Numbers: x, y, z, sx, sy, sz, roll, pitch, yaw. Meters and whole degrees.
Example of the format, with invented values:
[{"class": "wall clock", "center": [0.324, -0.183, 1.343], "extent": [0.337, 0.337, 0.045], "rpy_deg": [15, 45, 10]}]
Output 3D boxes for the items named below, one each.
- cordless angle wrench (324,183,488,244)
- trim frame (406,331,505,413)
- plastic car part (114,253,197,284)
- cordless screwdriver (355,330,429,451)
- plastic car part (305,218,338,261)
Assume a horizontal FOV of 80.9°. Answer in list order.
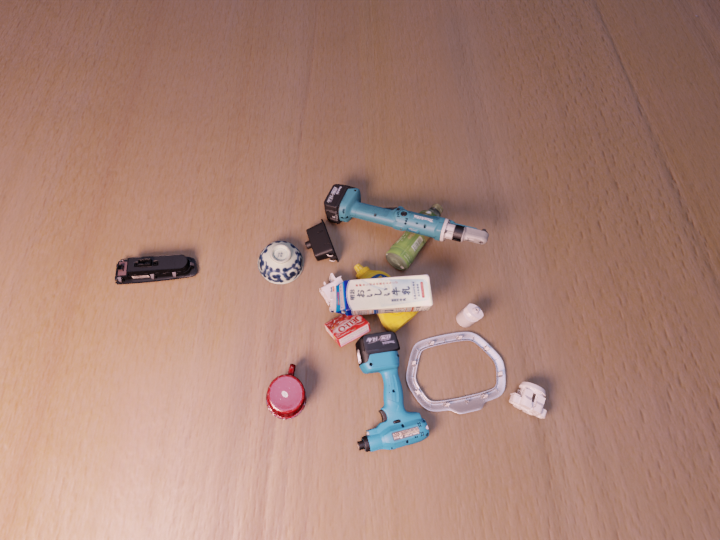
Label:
[{"class": "cordless angle wrench", "center": [0.112, -0.133, 1.104], "extent": [0.438, 0.071, 0.098], "rpy_deg": [17, 60, 20]}, {"class": "trim frame", "center": [0.230, 0.243, 1.015], "extent": [0.245, 0.027, 0.190], "rpy_deg": [-9, 66, -10]}, {"class": "plastic car part", "center": [-0.518, -0.012, 1.068], "extent": [0.200, 0.066, 0.068], "rpy_deg": [-2, 58, -9]}, {"class": "cordless screwdriver", "center": [0.042, 0.273, 0.962], "extent": [0.157, 0.073, 0.256], "rpy_deg": [-12, 69, -11]}, {"class": "plastic car part", "center": [-0.111, -0.072, 1.131], "extent": [0.071, 0.063, 0.121], "rpy_deg": [-24, 65, -2]}]
